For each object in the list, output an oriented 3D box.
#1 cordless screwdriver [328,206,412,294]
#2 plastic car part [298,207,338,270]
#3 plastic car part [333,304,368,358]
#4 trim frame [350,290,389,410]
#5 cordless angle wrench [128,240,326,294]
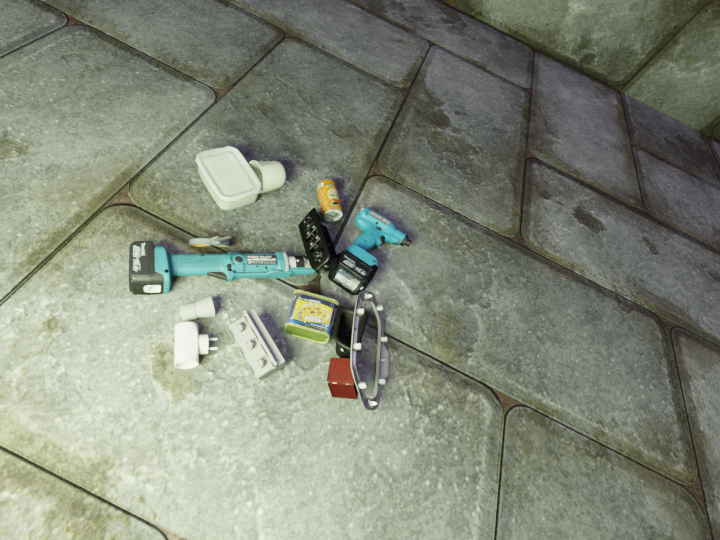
[{"bbox_3d":[0.030,-0.045,1.048,0.160,0.074,0.249,29,47,0],"label":"cordless screwdriver"},{"bbox_3d":[-0.097,-0.063,0.991,0.064,0.067,0.212,40,18,-33],"label":"plastic car part"},{"bbox_3d":[-0.028,0.140,0.891,0.067,0.069,0.118,13,39,3],"label":"plastic car part"},{"bbox_3d":[0.022,0.155,0.860,0.028,0.174,0.255,-11,49,18],"label":"trim frame"},{"bbox_3d":[-0.270,-0.009,0.916,0.408,0.074,0.102,-1,57,-24],"label":"cordless angle wrench"}]
